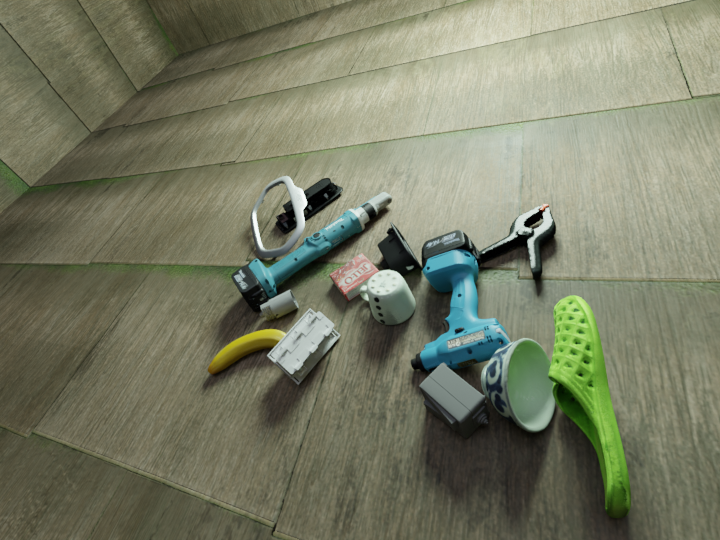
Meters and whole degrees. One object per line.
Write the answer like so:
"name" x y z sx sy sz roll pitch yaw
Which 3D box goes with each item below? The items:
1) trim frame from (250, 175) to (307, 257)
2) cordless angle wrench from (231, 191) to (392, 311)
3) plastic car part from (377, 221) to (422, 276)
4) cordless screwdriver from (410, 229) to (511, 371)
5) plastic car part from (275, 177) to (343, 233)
"trim frame" -0.215 -0.139 1.097 0.186 0.026 0.260 -38 50 21
"cordless angle wrench" -0.097 -0.063 0.988 0.419 0.071 0.104 -35 44 -11
"plastic car part" 0.073 -0.032 0.885 0.072 0.062 0.122 -33 44 15
"cordless screwdriver" 0.152 0.054 0.744 0.163 0.070 0.256 -26 42 25
"plastic car part" -0.143 -0.186 1.134 0.201 0.064 0.070 -33 36 -10
